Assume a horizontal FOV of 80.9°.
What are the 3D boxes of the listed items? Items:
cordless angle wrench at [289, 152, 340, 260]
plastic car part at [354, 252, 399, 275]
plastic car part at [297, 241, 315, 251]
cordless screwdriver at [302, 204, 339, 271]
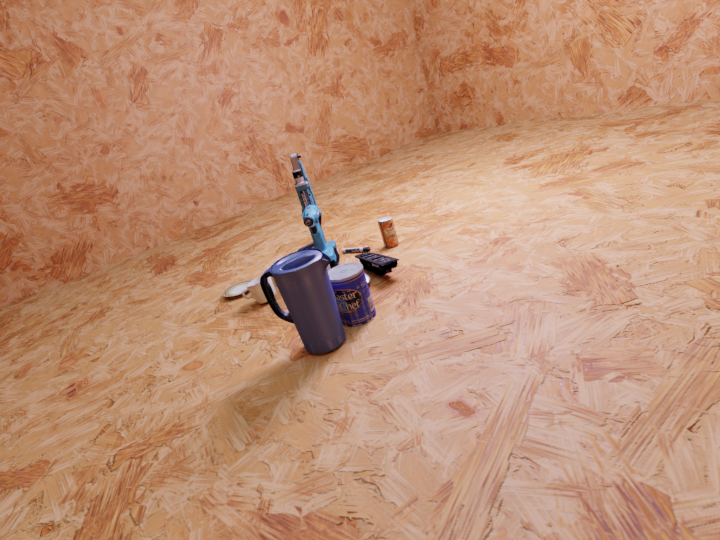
[{"bbox_3d":[-0.178,-0.214,1.526,0.099,0.412,0.076,-15,18,5],"label":"cordless angle wrench"},{"bbox_3d":[0.050,-0.022,1.356,0.065,0.065,0.213,-25,23,-19],"label":"plastic car part"},{"bbox_3d":[-0.188,-0.066,1.643,0.114,0.069,0.069,-33,25,-34],"label":"plastic car part"},{"bbox_3d":[-0.140,-0.092,1.434,0.075,0.242,0.162,-15,19,6],"label":"cordless screwdriver"}]
